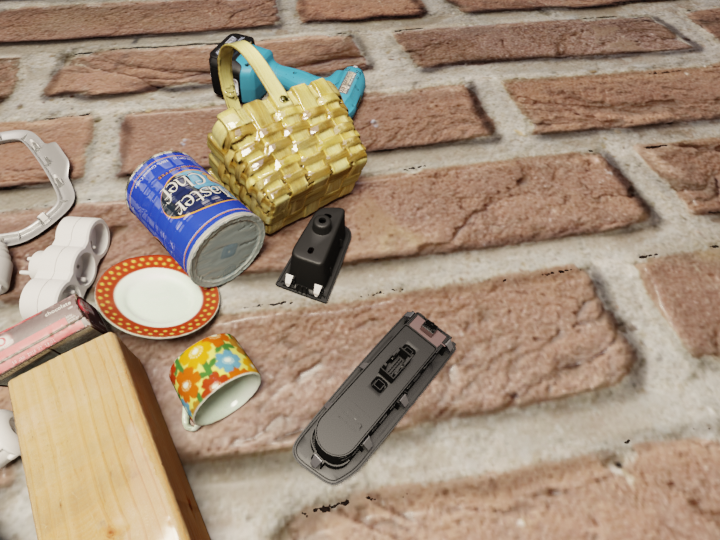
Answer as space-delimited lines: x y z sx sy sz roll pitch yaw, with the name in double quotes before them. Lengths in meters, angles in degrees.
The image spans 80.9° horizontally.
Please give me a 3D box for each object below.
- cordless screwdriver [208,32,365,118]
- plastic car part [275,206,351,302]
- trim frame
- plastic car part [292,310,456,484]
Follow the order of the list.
"cordless screwdriver" -0.126 -0.295 0.688 0.252 0.073 0.161 16 56 5
"plastic car part" -0.049 -0.032 0.506 0.067 0.069 0.117 18 60 7
"trim frame" -0.504 -0.122 0.588 0.181 0.027 0.260 -35 61 -23
"plastic car part" 0.021 0.115 0.412 0.068 0.066 0.201 40 66 14
